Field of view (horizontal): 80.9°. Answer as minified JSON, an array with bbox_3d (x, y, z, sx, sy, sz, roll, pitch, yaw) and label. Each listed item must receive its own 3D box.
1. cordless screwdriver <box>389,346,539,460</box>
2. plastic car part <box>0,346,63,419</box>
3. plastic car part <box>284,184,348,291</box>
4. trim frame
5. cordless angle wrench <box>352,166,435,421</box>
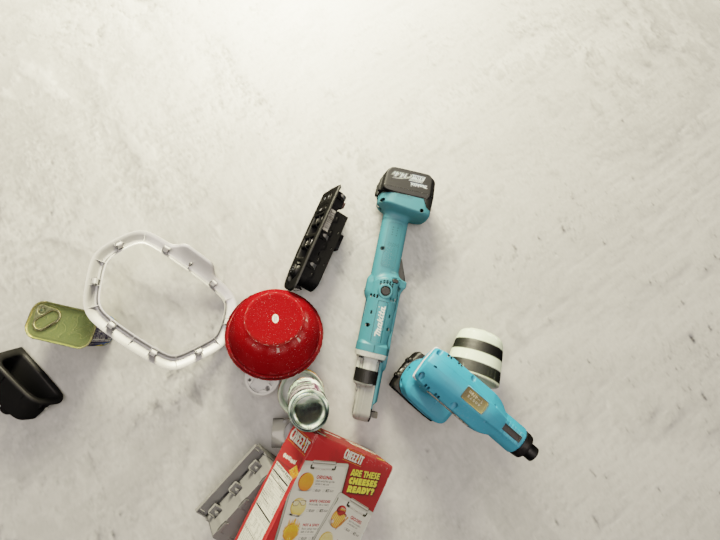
[{"bbox_3d":[0.130,0.183,0.596,0.162,0.245,0.074,41,77,7],"label":"cordless screwdriver"},{"bbox_3d":[-0.537,0.188,0.661,0.071,0.065,0.117,-44,87,3],"label":"plastic car part"},{"bbox_3d":[-0.072,-0.047,0.735,0.064,0.069,0.204,37,68,-28],"label":"plastic car part"},{"bbox_3d":[-0.314,0.043,0.678,0.243,0.028,0.184,38,59,-12],"label":"trim frame"},{"bbox_3d":[0.040,0.036,0.720,0.098,0.074,0.426,13,79,-2],"label":"cordless angle wrench"}]
